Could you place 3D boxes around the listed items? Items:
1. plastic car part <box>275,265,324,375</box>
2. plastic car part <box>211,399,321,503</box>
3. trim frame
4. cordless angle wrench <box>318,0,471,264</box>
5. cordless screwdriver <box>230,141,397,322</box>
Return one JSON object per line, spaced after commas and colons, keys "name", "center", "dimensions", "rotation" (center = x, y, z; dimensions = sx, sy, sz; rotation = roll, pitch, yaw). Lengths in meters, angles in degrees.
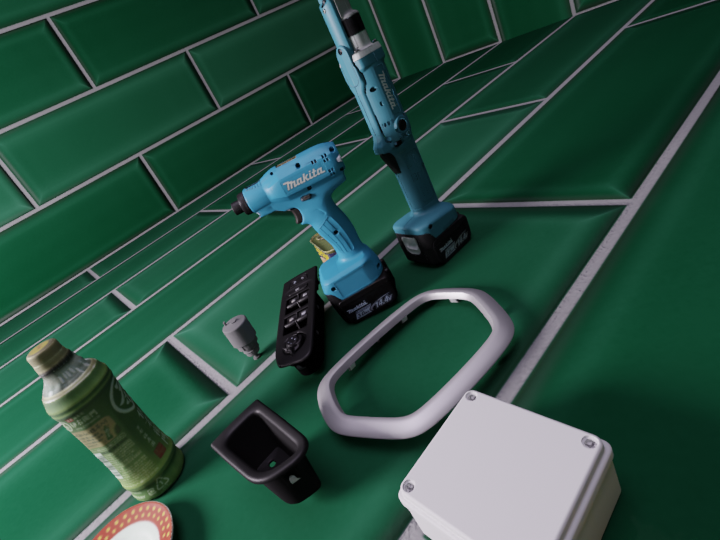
{"name": "plastic car part", "center": [-0.083, 0.076, 0.613], "dimensions": [0.067, 0.064, 0.208], "rotation": [-23, 27, 10]}
{"name": "plastic car part", "center": [-0.083, 0.187, 0.413], "dimensions": [0.065, 0.068, 0.122], "rotation": [-42, 29, -29]}
{"name": "trim frame", "center": [0.059, 0.096, 0.485], "dimensions": [0.245, 0.026, 0.194], "rotation": [-40, 29, -22]}
{"name": "cordless angle wrench", "center": [0.041, -0.200, 0.599], "dimensions": [0.096, 0.408, 0.078], "rotation": [-38, 25, -25]}
{"name": "cordless screwdriver", "center": [-0.058, -0.038, 0.596], "dimensions": [0.160, 0.240, 0.077], "rotation": [-26, 23, 4]}
